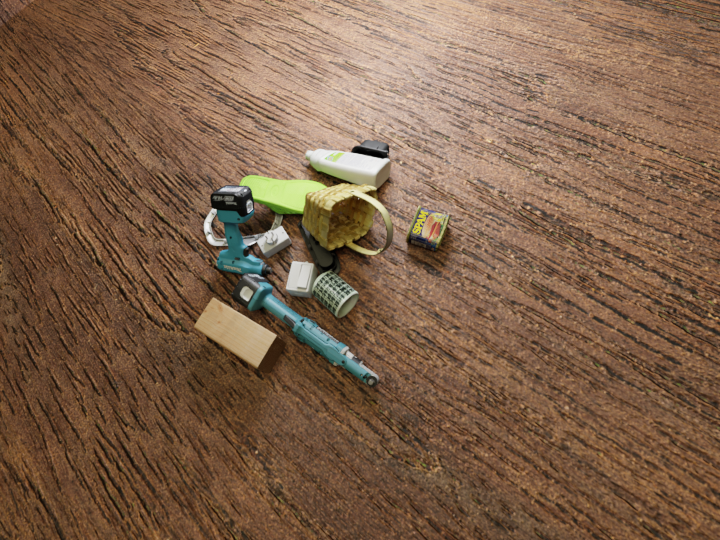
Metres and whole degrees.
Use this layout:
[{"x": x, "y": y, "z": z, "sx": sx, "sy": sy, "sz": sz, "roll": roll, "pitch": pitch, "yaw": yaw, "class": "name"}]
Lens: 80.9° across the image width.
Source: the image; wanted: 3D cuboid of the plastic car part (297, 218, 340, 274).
[{"x": -0.113, "y": -0.074, "z": 1.151, "sx": 0.066, "sy": 0.065, "sz": 0.210, "roll": -23, "pitch": 66, "yaw": -7, "class": "plastic car part"}]

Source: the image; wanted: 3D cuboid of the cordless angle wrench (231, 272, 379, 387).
[{"x": -0.134, "y": 0.149, "z": 1.045, "sx": 0.438, "sy": 0.094, "sz": 0.074, "roll": 33, "pitch": 96, "yaw": 19, "class": "cordless angle wrench"}]

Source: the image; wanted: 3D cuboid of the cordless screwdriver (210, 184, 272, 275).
[{"x": -0.313, "y": -0.098, "z": 1.127, "sx": 0.163, "sy": 0.243, "sz": 0.074, "roll": 11, "pitch": 28, "yaw": 14, "class": "cordless screwdriver"}]

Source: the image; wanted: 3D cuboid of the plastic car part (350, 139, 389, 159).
[{"x": 0.038, "y": -0.355, "z": 1.244, "sx": 0.122, "sy": 0.063, "sz": 0.070, "roll": 24, "pitch": 59, "yaw": 23, "class": "plastic car part"}]

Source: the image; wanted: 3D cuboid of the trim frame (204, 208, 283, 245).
[{"x": -0.350, "y": -0.152, "z": 1.255, "sx": 0.252, "sy": 0.026, "sz": 0.189, "roll": -6, "pitch": 67, "yaw": 8, "class": "trim frame"}]
